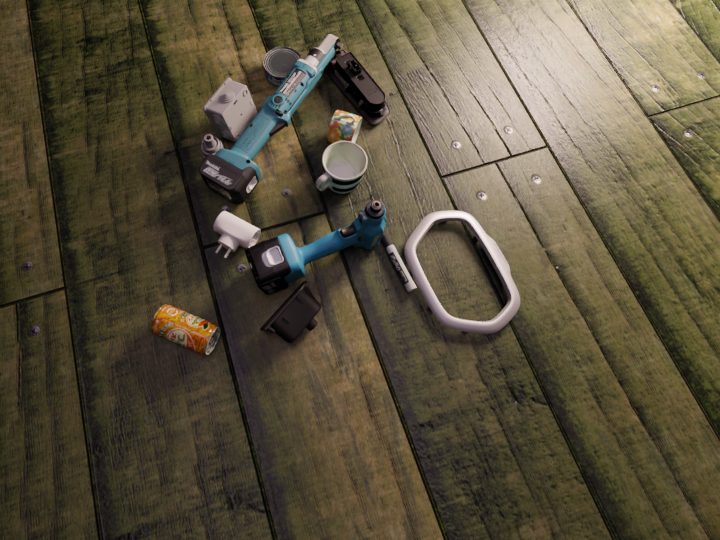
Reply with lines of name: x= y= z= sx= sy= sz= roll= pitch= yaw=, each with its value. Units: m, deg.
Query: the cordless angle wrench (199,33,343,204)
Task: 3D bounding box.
cordless angle wrench: x=-0.164 y=-0.328 z=0.858 sx=0.099 sy=0.073 sz=0.423 roll=30 pitch=75 yaw=6

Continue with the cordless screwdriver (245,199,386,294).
cordless screwdriver: x=-0.071 y=-0.047 z=0.730 sx=0.247 sy=0.157 sz=0.076 roll=-22 pitch=77 yaw=-8

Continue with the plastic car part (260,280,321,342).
plastic car part: x=-0.111 y=0.081 z=0.740 sx=0.070 sy=0.067 sz=0.115 roll=46 pitch=71 yaw=-5

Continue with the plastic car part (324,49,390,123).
plastic car part: x=-0.003 y=-0.407 z=0.912 sx=0.065 sy=0.067 sz=0.208 roll=-29 pitch=77 yaw=-19

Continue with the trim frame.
trim frame: x=0.190 y=-0.001 z=0.790 sx=0.182 sy=0.027 sz=0.256 roll=-23 pitch=71 yaw=-8
